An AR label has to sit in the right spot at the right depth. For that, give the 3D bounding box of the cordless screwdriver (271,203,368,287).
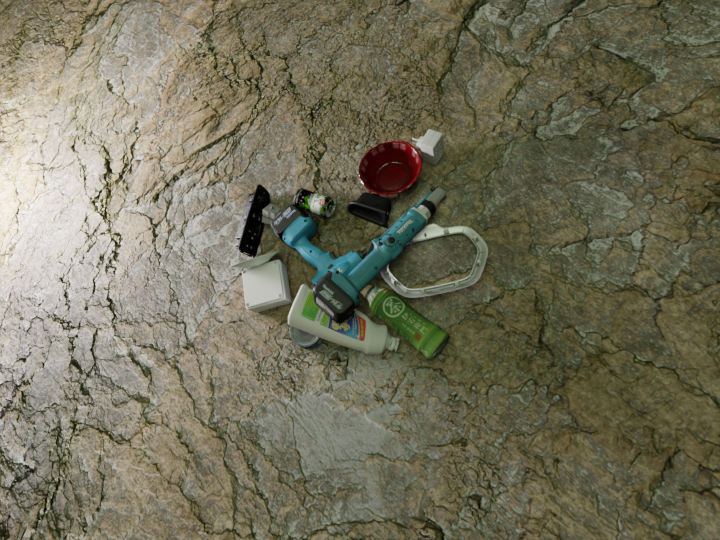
[{"bbox_3d":[-0.105,-0.069,1.078,0.159,0.071,0.259,-40,67,0],"label":"cordless screwdriver"}]

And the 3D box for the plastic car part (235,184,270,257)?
[{"bbox_3d":[-0.303,-0.140,1.179,0.070,0.062,0.205,0,70,44],"label":"plastic car part"}]

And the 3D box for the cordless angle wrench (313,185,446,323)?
[{"bbox_3d":[0.065,-0.057,0.979,0.101,0.072,0.419,40,70,16],"label":"cordless angle wrench"}]

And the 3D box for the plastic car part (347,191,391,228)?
[{"bbox_3d":[0.031,-0.167,1.081,0.122,0.063,0.070,27,65,27],"label":"plastic car part"}]

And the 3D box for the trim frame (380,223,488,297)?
[{"bbox_3d":[0.166,-0.028,0.982,0.253,0.026,0.190,-14,54,15],"label":"trim frame"}]
